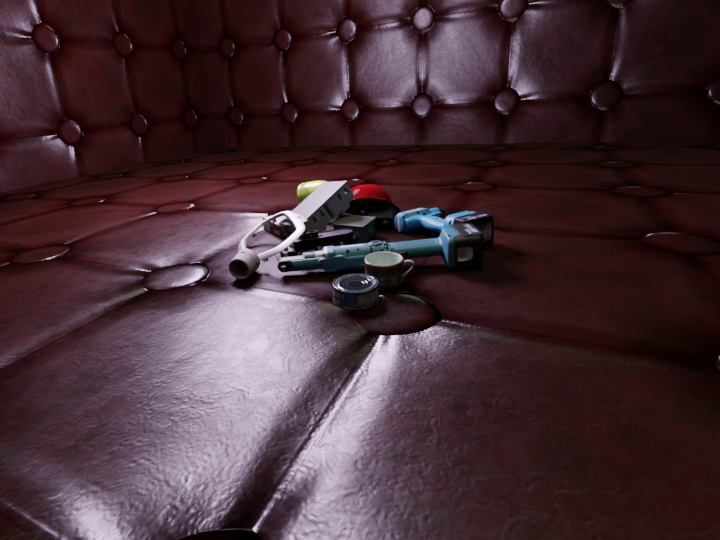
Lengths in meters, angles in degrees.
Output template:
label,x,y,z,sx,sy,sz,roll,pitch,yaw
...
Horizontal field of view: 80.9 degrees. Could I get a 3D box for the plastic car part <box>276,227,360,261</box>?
label,x,y,z,sx,sy,sz,roll,pitch,yaw
plastic car part,-0.098,-0.064,1.000,0.199,0.066,0.069,-7,15,-15

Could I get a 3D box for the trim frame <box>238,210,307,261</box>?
label,x,y,z,sx,sy,sz,roll,pitch,yaw
trim frame,-0.214,-0.084,1.024,0.183,0.026,0.259,-35,27,-6

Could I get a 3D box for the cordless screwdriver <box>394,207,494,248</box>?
label,x,y,z,sx,sy,sz,roll,pitch,yaw
cordless screwdriver,0.222,-0.119,1.058,0.154,0.073,0.262,-17,22,-29

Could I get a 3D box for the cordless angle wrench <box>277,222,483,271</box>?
label,x,y,z,sx,sy,sz,roll,pitch,yaw
cordless angle wrench,0.035,-0.034,0.895,0.424,0.072,0.100,-6,21,2

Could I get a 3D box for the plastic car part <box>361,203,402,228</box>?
label,x,y,z,sx,sy,sz,roll,pitch,yaw
plastic car part,0.059,-0.140,1.160,0.118,0.064,0.072,1,37,5
